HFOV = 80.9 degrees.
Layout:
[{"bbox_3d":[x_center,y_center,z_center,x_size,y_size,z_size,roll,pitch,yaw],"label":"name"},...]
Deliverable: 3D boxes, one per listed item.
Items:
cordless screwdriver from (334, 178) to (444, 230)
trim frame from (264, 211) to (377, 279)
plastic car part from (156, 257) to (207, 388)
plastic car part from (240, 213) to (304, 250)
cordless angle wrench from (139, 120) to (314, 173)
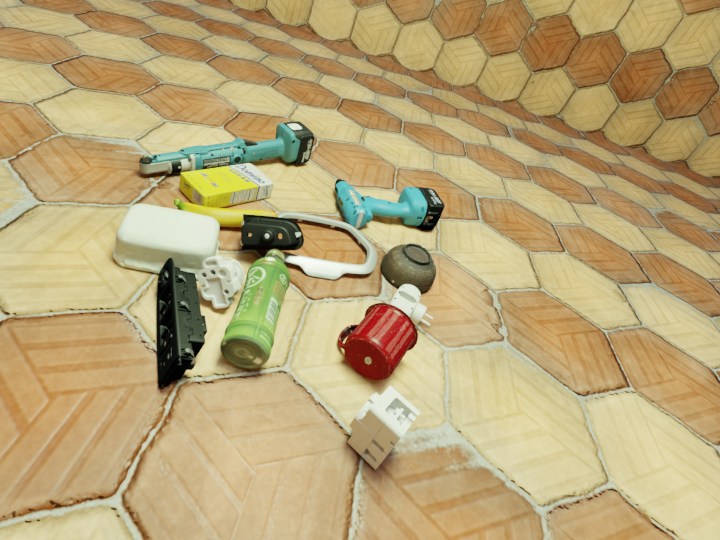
[{"bbox_3d":[0.062,-0.166,1.016,0.241,0.073,0.167,-2,42,-21],"label":"cordless screwdriver"},{"bbox_3d":[-0.083,-0.054,0.849,0.242,0.027,0.191,10,37,-16],"label":"trim frame"},{"bbox_3d":[-0.254,0.061,0.599,0.064,0.066,0.213,6,38,-36],"label":"plastic car part"},{"bbox_3d":[-0.163,-0.063,0.745,0.119,0.065,0.070,4,8,9],"label":"plastic car part"},{"bbox_3d":[-0.297,-0.272,0.980,0.409,0.096,0.078,-23,56,-37],"label":"cordless angle wrench"}]
